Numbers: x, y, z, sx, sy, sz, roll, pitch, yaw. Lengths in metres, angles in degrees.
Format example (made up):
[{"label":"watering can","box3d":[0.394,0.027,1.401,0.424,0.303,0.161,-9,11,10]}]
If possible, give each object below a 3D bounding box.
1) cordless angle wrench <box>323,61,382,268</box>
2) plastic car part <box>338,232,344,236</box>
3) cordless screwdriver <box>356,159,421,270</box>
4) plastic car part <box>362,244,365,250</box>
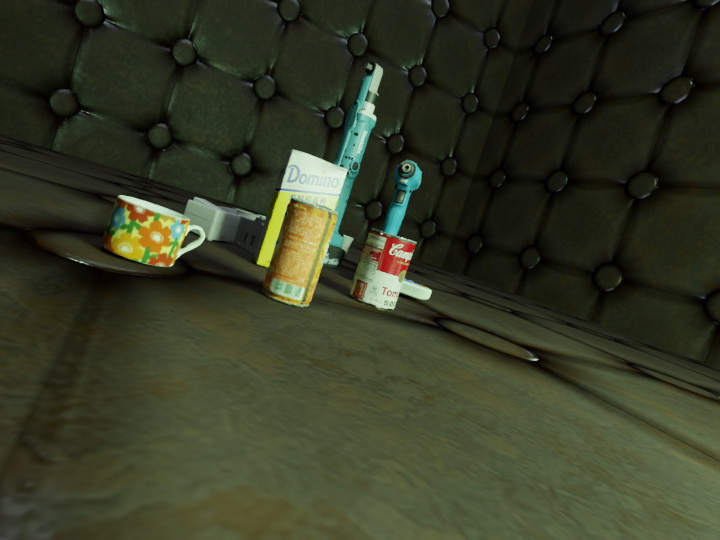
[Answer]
[{"label":"cordless angle wrench","box3d":[-0.031,-0.217,0.874,0.093,0.422,0.079,15,5,-44]},{"label":"plastic car part","box3d":[-0.094,-0.062,0.966,0.111,0.071,0.069,14,6,-35]},{"label":"cordless screwdriver","box3d":[0.061,-0.092,0.827,0.076,0.248,0.157,19,4,7]},{"label":"plastic car part","box3d":[0.049,-0.019,1.015,0.065,0.067,0.207,17,5,-13]}]
